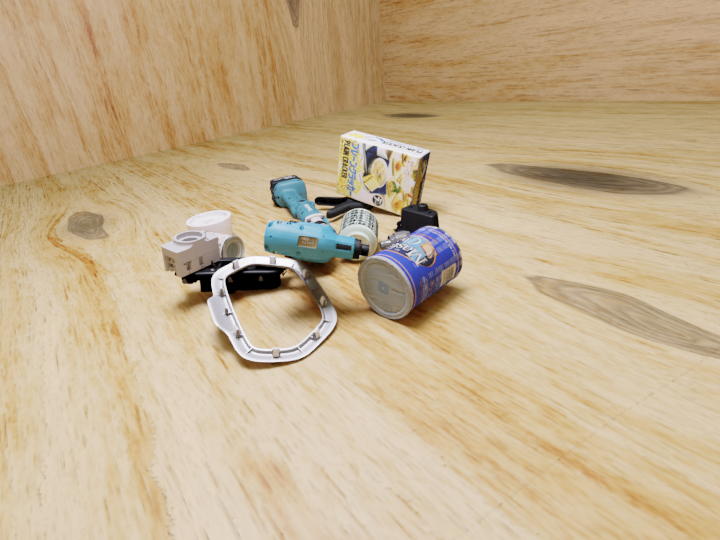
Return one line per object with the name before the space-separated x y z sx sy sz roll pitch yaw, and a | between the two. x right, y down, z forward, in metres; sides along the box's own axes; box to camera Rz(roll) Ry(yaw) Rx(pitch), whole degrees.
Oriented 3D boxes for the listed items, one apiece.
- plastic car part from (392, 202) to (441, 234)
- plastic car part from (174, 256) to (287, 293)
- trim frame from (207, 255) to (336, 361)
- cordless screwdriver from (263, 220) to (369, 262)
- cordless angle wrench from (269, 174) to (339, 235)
plastic car part | 0.131 -0.112 0.916 0.064 0.069 0.123 -24 28 -29
plastic car part | -0.231 0.010 0.780 0.201 0.066 0.068 -6 18 -5
trim frame | -0.145 0.047 0.672 0.179 0.027 0.262 -16 43 -21
cordless screwdriver | -0.073 -0.048 0.743 0.159 0.074 0.249 8 3 -3
cordless angle wrench | -0.144 -0.154 1.079 0.096 0.072 0.444 -16 30 -16
